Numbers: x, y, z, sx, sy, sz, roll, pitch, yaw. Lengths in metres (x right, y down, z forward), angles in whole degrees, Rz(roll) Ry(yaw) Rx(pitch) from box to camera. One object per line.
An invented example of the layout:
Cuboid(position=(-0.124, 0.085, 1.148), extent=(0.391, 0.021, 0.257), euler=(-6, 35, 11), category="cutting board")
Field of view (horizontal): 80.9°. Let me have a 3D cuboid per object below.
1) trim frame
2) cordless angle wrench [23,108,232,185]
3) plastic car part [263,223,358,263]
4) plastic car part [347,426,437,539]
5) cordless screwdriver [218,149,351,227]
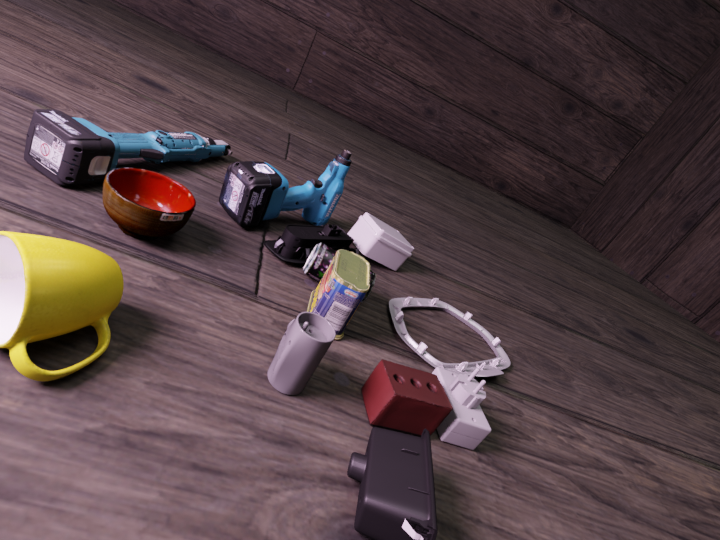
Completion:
Cuboid(position=(0.149, 0.104, 0.692), extent=(0.236, 0.027, 0.194), euler=(8, 32, -42), category="trim frame")
Cuboid(position=(-0.355, -0.216, 0.742), extent=(0.099, 0.074, 0.417), euler=(32, 22, 5), category="cordless angle wrench")
Cuboid(position=(-0.070, -0.046, 0.719), extent=(0.194, 0.067, 0.069), euler=(-8, 51, -49), category="plastic car part")
Cuboid(position=(0.024, 0.185, 0.367), extent=(0.071, 0.065, 0.118), euler=(14, 21, 0), category="plastic car part")
Cuboid(position=(-0.119, -0.153, 0.756), extent=(0.078, 0.158, 0.238), euler=(43, 29, 27), category="cordless screwdriver")
